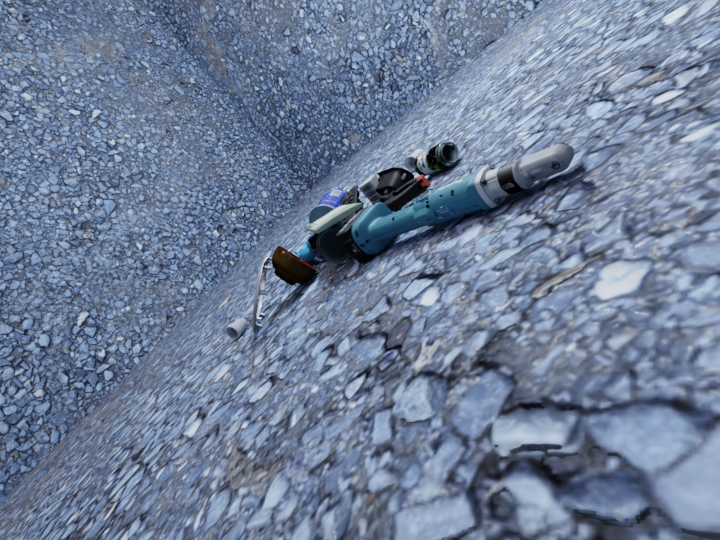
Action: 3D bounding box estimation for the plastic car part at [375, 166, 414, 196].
[{"bbox_3d":[0.080,-0.221,1.098,0.071,0.064,0.120,-60,21,-10],"label":"plastic car part"}]

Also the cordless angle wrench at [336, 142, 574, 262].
[{"bbox_3d":[0.115,-0.098,0.659,0.437,0.072,0.097,-15,30,55],"label":"cordless angle wrench"}]

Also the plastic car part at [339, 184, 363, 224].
[{"bbox_3d":[-0.023,-0.161,1.147,0.067,0.065,0.206,-30,22,18],"label":"plastic car part"}]

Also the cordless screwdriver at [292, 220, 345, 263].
[{"bbox_3d":[-0.109,-0.072,1.118,0.158,0.073,0.255,-51,14,-32],"label":"cordless screwdriver"}]

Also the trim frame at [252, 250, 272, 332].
[{"bbox_3d":[-0.232,0.045,1.007,0.253,0.027,0.182,-117,34,-76],"label":"trim frame"}]
